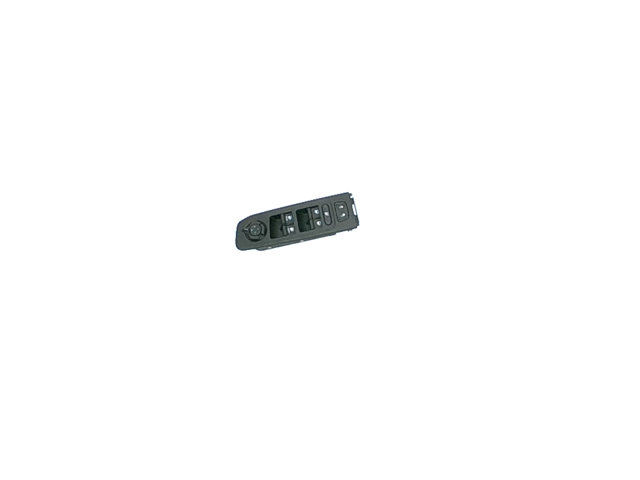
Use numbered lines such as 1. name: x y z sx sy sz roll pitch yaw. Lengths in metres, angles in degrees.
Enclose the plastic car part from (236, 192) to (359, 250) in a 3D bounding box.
1. plastic car part: -0.040 -0.024 0.708 0.203 0.066 0.067 -11 -15 0
